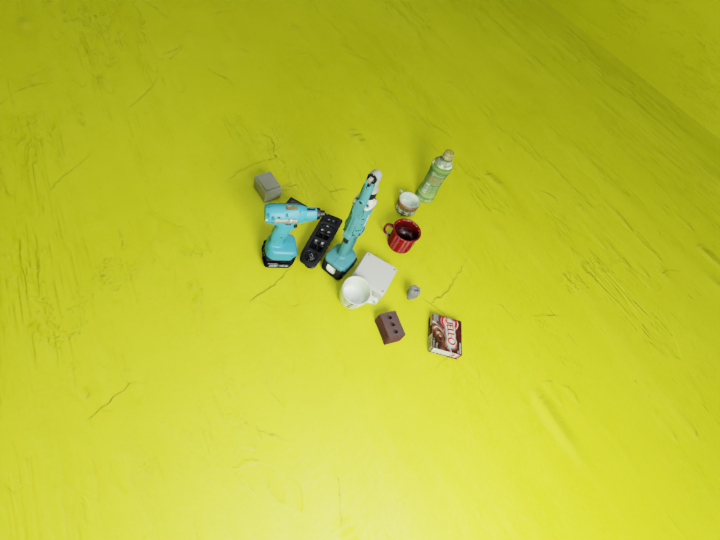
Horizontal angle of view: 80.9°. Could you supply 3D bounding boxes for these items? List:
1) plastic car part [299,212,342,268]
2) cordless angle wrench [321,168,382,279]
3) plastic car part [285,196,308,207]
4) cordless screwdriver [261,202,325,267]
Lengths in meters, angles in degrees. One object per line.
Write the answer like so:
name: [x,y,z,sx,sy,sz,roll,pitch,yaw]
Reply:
plastic car part: [-0.127,-0.083,1.296,0.067,0.066,0.204,25,55,2]
cordless angle wrench: [-0.017,-0.118,1.129,0.076,0.418,0.097,39,56,8]
plastic car part: [-0.225,-0.162,1.326,0.067,0.070,0.116,29,55,4]
cordless screwdriver: [-0.196,-0.099,1.183,0.155,0.246,0.077,0,59,-16]
